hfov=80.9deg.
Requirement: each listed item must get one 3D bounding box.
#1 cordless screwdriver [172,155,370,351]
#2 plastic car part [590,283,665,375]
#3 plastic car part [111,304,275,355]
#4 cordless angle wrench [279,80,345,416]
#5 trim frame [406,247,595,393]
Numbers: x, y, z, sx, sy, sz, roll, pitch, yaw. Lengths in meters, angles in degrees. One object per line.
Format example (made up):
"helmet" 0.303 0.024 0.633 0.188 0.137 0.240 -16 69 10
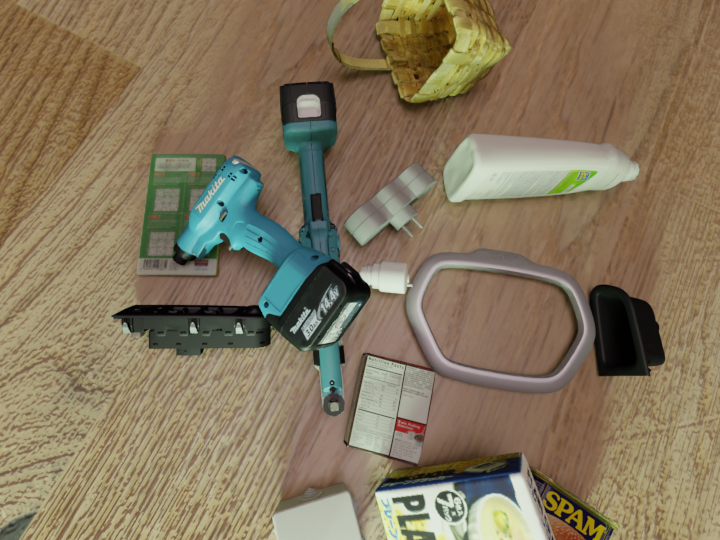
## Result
"cordless screwdriver" -0.120 -0.006 0.498 0.259 0.071 0.159 44 102 23
"plastic car part" 0.349 0.078 0.542 0.069 0.067 0.118 10 71 -17
"plastic car part" -0.196 0.071 0.528 0.202 0.066 0.067 -4 86 -3
"cordless angle wrench" -0.054 -0.035 0.552 0.074 0.097 0.428 -5 79 -6
"trim frame" 0.183 0.060 0.556 0.250 0.027 0.186 7 76 3
